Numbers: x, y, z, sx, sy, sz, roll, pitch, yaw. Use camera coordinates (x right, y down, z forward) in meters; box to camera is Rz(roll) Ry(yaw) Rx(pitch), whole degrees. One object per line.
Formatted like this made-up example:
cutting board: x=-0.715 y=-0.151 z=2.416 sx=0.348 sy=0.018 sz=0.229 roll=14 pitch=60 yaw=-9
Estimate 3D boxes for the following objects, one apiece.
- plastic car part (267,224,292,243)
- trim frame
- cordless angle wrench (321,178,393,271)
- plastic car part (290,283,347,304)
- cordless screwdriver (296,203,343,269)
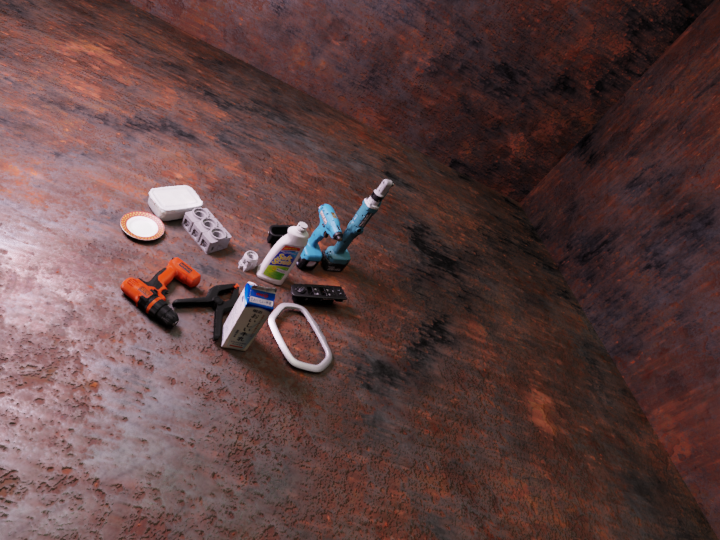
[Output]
plastic car part: x=-0.301 y=-0.125 z=1.560 sx=0.111 sy=0.071 sz=0.069 roll=-6 pitch=51 yaw=-42
trim frame: x=-0.183 y=0.201 z=1.295 sx=0.176 sy=0.027 sz=0.260 roll=-8 pitch=52 yaw=-43
cordless angle wrench: x=-0.013 y=-0.160 z=1.518 sx=0.093 sy=0.423 sz=0.078 roll=9 pitch=44 yaw=-35
plastic car part: x=-0.150 y=0.083 z=1.428 sx=0.194 sy=0.067 sz=0.069 roll=9 pitch=43 yaw=-31
cordless screwdriver: x=-0.146 y=-0.095 z=1.488 sx=0.071 sy=0.249 sz=0.167 roll=7 pitch=44 yaw=-36
